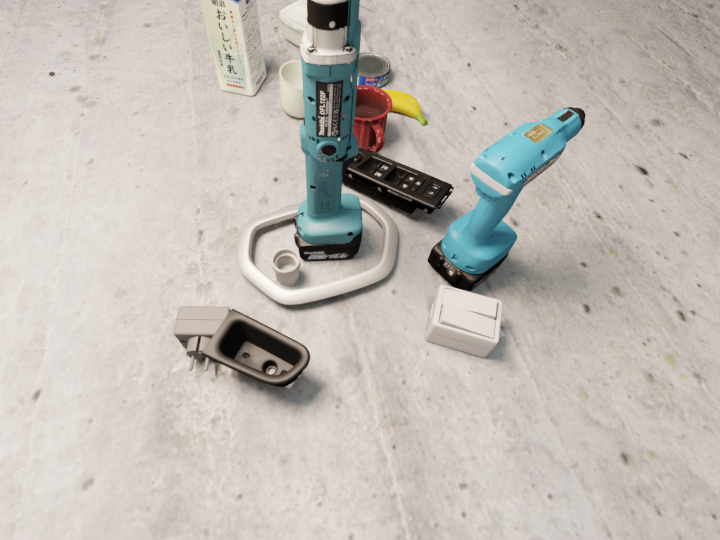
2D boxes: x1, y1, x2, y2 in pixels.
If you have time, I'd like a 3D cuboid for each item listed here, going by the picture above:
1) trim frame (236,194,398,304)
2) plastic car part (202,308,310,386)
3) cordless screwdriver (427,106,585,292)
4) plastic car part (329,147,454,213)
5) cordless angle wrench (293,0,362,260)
[{"bbox_3d":[-0.062,-0.040,0.632,0.245,0.027,0.192,-17,59,-11],"label":"trim frame"},{"bbox_3d":[-0.119,0.107,0.511,0.120,0.069,0.066,22,59,13],"label":"plastic car part"},{"bbox_3d":[0.178,-0.082,0.530,0.157,0.242,0.077,-35,67,-22],"label":"cordless screwdriver"},{"bbox_3d":[0.039,-0.143,0.675,0.210,0.065,0.066,31,61,18],"label":"plastic car part"},{"bbox_3d":[-0.035,-0.152,0.476,0.097,0.412,0.077,-1,58,-6],"label":"cordless angle wrench"}]
